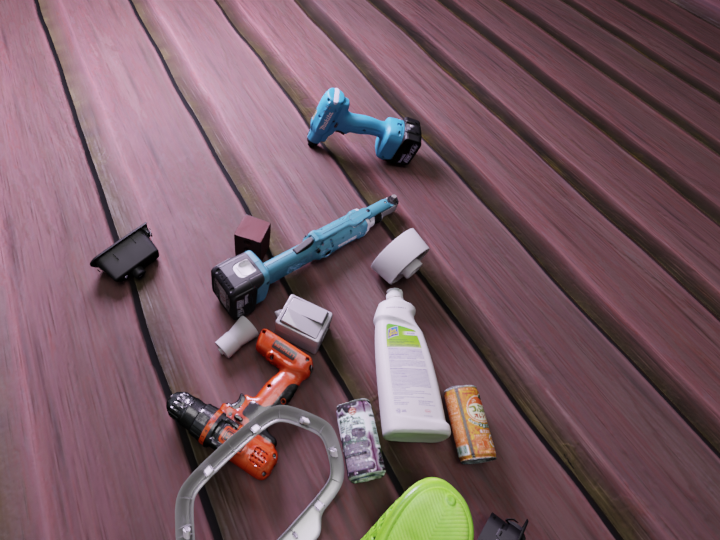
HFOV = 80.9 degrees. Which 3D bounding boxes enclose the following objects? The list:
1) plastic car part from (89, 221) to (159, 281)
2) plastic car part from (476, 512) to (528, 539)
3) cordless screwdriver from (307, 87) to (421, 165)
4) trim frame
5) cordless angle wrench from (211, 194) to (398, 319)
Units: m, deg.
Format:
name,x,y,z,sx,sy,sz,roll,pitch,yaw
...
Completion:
name,x,y,z,sx,sy,sz,roll,pitch,yaw
plastic car part,-0.412,-0.021,0.763,0.071,0.066,0.115,42,63,1
plastic car part,0.151,0.401,0.544,0.071,0.063,0.200,25,54,39
cordless screwdriver,0.005,-0.312,0.978,0.242,0.160,0.076,16,58,-17
trim frame,-0.125,0.297,0.558,0.244,0.028,0.182,-37,99,-29
cordless angle wrench,-0.079,-0.052,0.809,0.413,0.096,0.077,-31,68,-30
